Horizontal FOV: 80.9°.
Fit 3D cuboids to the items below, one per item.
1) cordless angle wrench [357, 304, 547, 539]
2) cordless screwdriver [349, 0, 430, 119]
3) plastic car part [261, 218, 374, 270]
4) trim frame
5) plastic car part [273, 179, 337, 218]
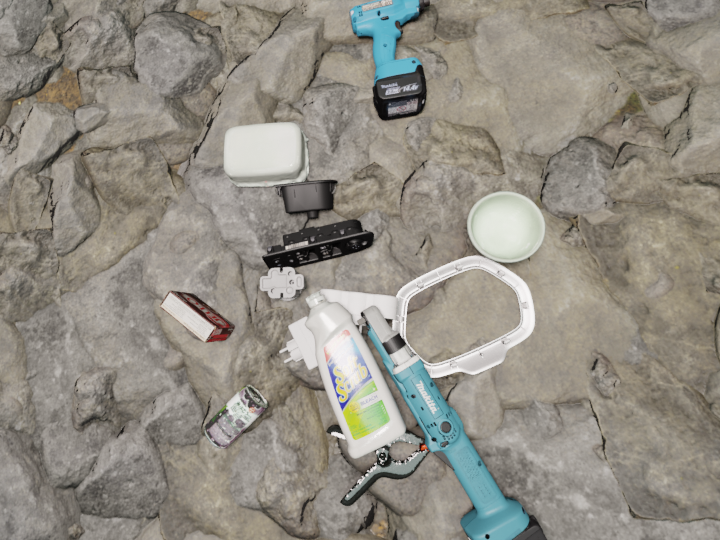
[{"bbox_3d":[0.123,0.242,0.657,0.097,0.074,0.430,-30,80,-10],"label":"cordless angle wrench"},{"bbox_3d":[0.079,-0.425,0.820,0.160,0.072,0.254,-13,74,5],"label":"cordless screwdriver"},{"bbox_3d":[-0.076,-0.050,0.777,0.205,0.063,0.069,-9,54,7],"label":"plastic car part"},{"bbox_3d":[0.174,0.080,0.728,0.249,0.027,0.188,-24,77,1],"label":"trim frame"},{"bbox_3d":[-0.100,-0.133,0.798,0.117,0.066,0.070,-2,95,4],"label":"plastic car part"}]
